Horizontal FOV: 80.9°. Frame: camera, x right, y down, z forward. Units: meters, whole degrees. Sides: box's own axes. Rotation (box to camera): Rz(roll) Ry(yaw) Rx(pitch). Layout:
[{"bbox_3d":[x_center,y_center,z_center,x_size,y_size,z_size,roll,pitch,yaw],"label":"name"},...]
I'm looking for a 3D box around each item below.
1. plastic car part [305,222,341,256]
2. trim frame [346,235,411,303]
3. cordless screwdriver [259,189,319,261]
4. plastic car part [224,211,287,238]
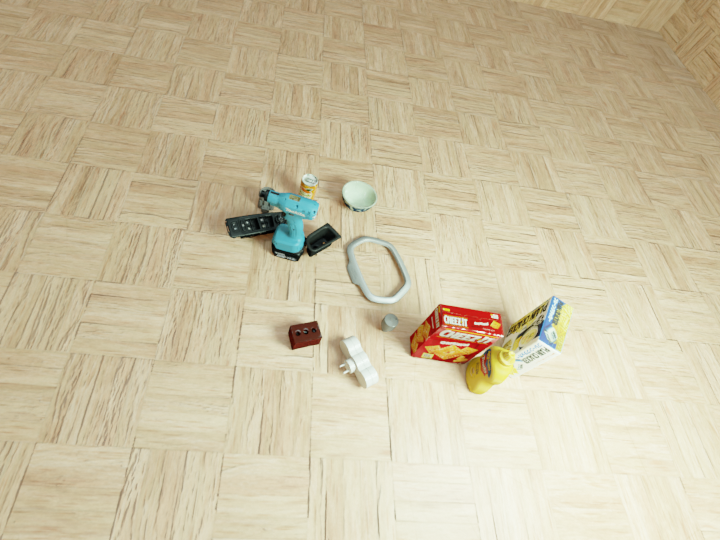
[{"bbox_3d":[-0.127,-0.083,1.295,0.114,0.070,0.068,-36,73,-30],"label":"plastic car part"},{"bbox_3d":[0.052,-0.006,1.308,0.179,0.027,0.258,-12,60,-19],"label":"trim frame"},{"bbox_3d":[-0.215,-0.131,1.202,0.159,0.246,0.075,19,56,-3],"label":"cordless screwdriver"},{"bbox_3d":[-0.308,-0.133,1.292,0.198,0.066,0.069,-15,63,-21],"label":"plastic car part"}]
